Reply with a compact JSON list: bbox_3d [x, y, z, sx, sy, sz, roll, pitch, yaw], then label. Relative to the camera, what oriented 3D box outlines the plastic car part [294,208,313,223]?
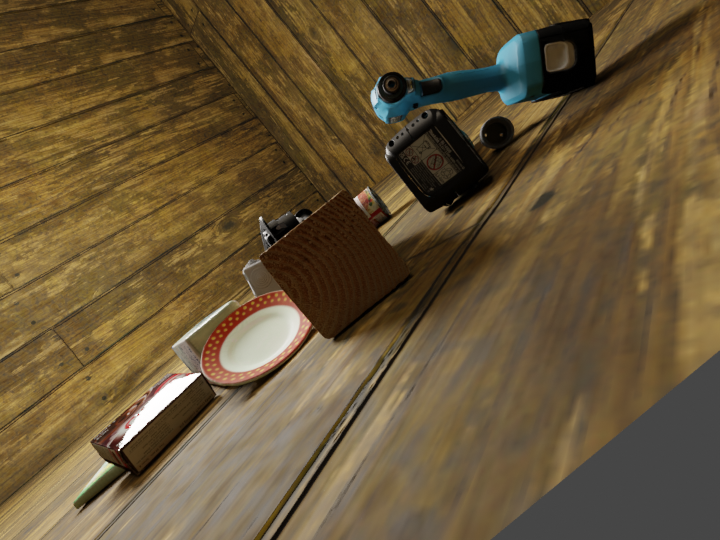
[{"bbox_3d":[-0.071,-0.047,0.730,0.065,0.111,0.074,-40,29,-11],"label":"plastic car part"}]

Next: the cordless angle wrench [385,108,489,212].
[{"bbox_3d":[0.131,-0.177,0.619,0.075,0.097,0.418,-37,5,25],"label":"cordless angle wrench"}]

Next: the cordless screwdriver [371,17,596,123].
[{"bbox_3d":[0.136,-0.227,0.498,0.253,0.073,0.159,-8,12,10],"label":"cordless screwdriver"}]

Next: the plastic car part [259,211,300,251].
[{"bbox_3d":[-0.111,-0.035,0.638,0.066,0.068,0.200,-30,-9,-10],"label":"plastic car part"}]
